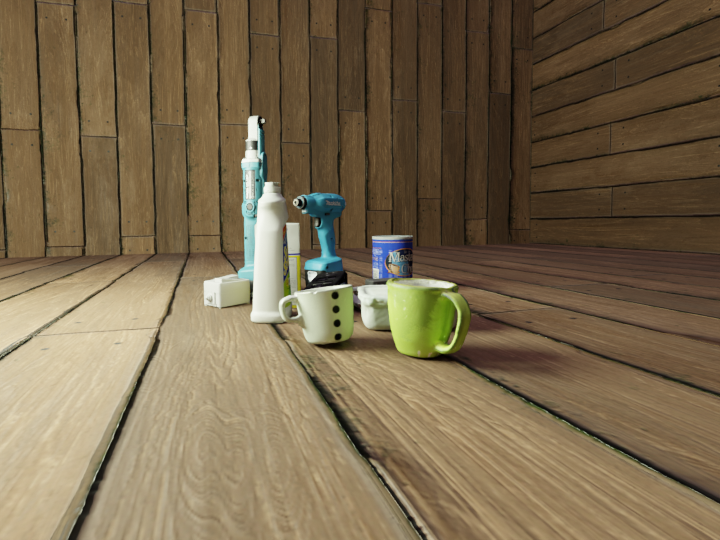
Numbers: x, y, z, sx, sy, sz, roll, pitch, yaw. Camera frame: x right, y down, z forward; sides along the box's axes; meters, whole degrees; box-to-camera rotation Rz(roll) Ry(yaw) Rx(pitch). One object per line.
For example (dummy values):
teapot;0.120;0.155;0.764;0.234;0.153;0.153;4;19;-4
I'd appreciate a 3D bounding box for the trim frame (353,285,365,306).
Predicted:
trim frame;0.042;0.057;0.920;0.181;0.027;0.255;-2;7;-13

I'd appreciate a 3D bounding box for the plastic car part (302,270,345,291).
plastic car part;-0.075;0.044;0.872;0.067;0.067;0.201;0;6;6

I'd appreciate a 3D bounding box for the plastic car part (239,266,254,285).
plastic car part;-0.237;0.021;1.063;0.120;0.070;0.064;1;5;16

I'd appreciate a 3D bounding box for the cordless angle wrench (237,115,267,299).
cordless angle wrench;-0.244;-0.146;0.988;0.101;0.421;0.072;1;3;16

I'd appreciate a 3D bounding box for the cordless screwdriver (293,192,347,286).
cordless screwdriver;-0.102;-0.067;1.043;0.078;0.248;0.152;2;5;40
